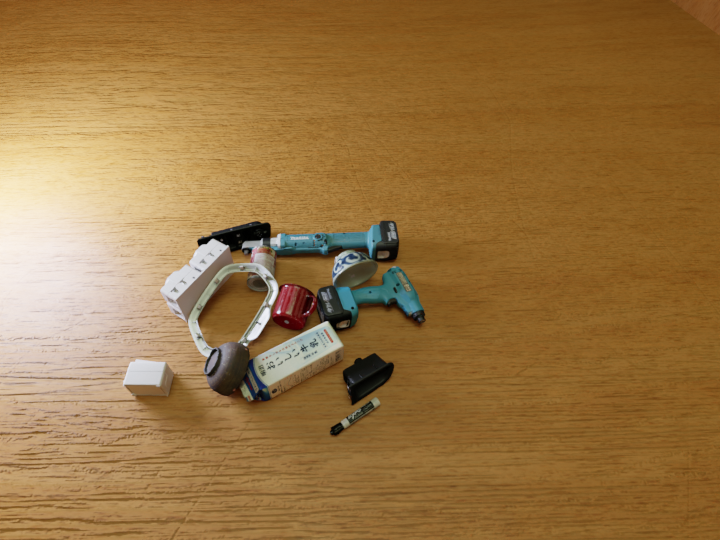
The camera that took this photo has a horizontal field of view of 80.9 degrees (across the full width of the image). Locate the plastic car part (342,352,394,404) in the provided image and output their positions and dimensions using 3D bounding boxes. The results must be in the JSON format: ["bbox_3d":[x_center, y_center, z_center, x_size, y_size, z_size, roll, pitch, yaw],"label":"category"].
[{"bbox_3d":[0.008,0.225,0.926,0.114,0.063,0.075,-29,44,-25],"label":"plastic car part"}]

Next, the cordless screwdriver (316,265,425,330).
[{"bbox_3d":[0.025,0.087,1.023,0.244,0.072,0.167,-16,53,-16],"label":"cordless screwdriver"}]

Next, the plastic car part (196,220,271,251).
[{"bbox_3d":[-0.349,-0.093,1.182,0.200,0.064,0.070,-15,28,-10],"label":"plastic car part"}]

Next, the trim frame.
[{"bbox_3d":[-0.303,0.091,1.008,0.190,0.027,0.248,27,73,16],"label":"trim frame"}]

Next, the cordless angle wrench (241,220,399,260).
[{"bbox_3d":[-0.113,-0.074,1.155,0.424,0.072,0.101,-2,52,2],"label":"cordless angle wrench"}]
